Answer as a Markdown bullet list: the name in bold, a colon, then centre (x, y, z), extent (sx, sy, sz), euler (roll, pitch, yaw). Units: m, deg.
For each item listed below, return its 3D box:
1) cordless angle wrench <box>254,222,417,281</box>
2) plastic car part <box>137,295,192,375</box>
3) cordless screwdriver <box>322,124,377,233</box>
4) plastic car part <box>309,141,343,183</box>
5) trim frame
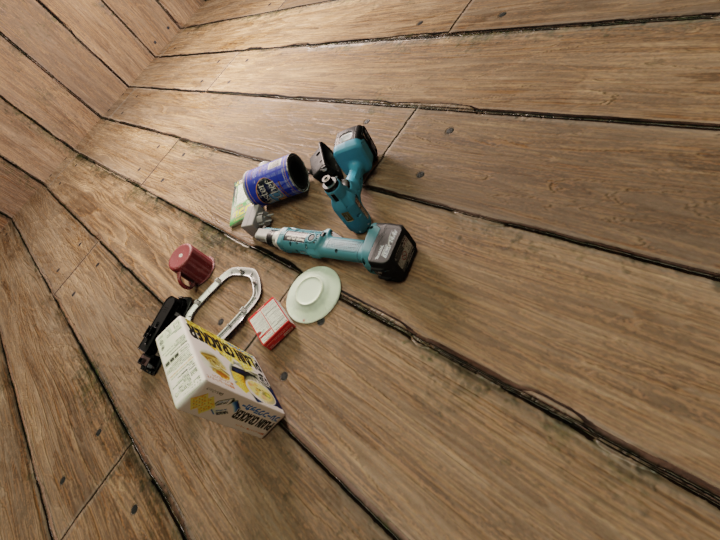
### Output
- **cordless angle wrench**: centre (-0.089, -0.058, 0.907), extent (0.446, 0.070, 0.098), euler (10, 66, 40)
- **plastic car part**: centre (-0.491, 0.146, 1.043), extent (0.070, 0.063, 0.204), euler (3, 59, 43)
- **cordless screwdriver**: centre (-0.026, -0.218, 0.914), extent (0.077, 0.150, 0.255), euler (-15, 51, 25)
- **plastic car part**: centre (-0.097, -0.263, 1.062), extent (0.072, 0.062, 0.122), euler (-42, 41, 22)
- **trim frame**: centre (-0.332, 0.091, 0.994), extent (0.248, 0.026, 0.195), euler (-45, 47, -3)
